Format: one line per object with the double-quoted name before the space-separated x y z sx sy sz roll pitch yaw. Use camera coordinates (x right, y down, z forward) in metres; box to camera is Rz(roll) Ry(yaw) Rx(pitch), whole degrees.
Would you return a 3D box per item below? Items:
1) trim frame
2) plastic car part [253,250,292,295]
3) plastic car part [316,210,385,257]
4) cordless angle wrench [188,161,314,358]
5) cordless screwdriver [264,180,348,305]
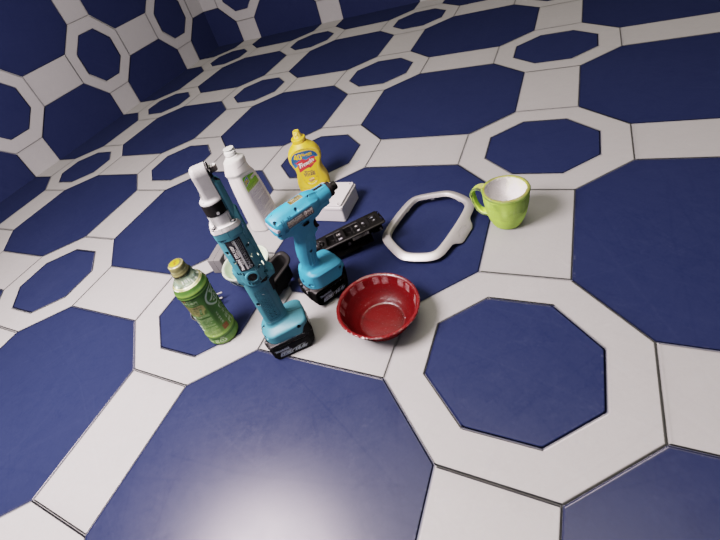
"trim frame" 0.160 -0.107 0.985 0.194 0.026 0.247 15 53 35
"plastic car part" -0.192 0.021 0.968 0.069 0.068 0.116 14 52 34
"plastic car part" -0.038 -0.070 1.001 0.203 0.064 0.069 -23 41 -1
"cordless angle wrench" -0.189 -0.004 0.738 0.097 0.404 0.078 -23 40 -4
"cordless screwdriver" -0.086 -0.056 0.875 0.157 0.237 0.079 -36 43 -19
